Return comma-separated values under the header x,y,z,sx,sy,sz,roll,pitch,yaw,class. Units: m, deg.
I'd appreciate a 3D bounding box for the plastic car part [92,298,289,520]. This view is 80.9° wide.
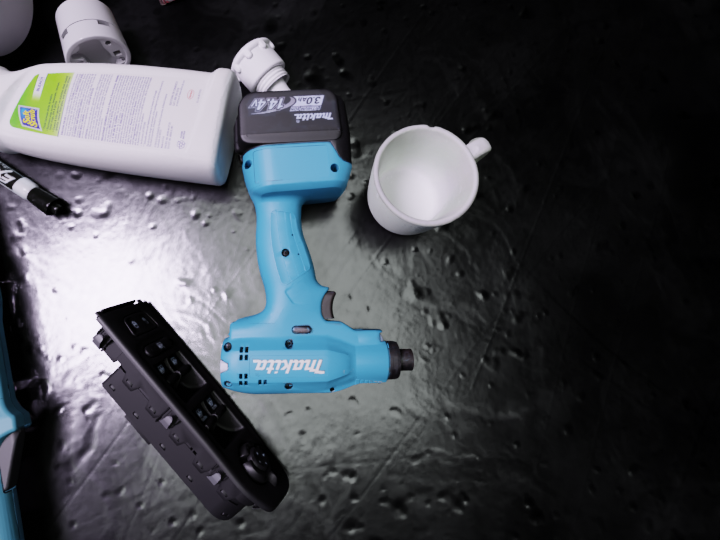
x,y,z,sx,sy,sz,roll,pitch,yaw,class
-0.140,0.117,0.335,0.204,0.066,0.067,44,88,4,plastic car part

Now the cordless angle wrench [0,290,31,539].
x,y,z,sx,sy,sz,roll,pitch,yaw,class
-0.295,0.108,0.322,0.097,0.074,0.430,-17,79,-9,cordless angle wrench

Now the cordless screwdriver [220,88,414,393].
x,y,z,sx,sy,sz,roll,pitch,yaw,class
-0.036,-0.023,0.365,0.158,0.074,0.250,0,84,-6,cordless screwdriver
